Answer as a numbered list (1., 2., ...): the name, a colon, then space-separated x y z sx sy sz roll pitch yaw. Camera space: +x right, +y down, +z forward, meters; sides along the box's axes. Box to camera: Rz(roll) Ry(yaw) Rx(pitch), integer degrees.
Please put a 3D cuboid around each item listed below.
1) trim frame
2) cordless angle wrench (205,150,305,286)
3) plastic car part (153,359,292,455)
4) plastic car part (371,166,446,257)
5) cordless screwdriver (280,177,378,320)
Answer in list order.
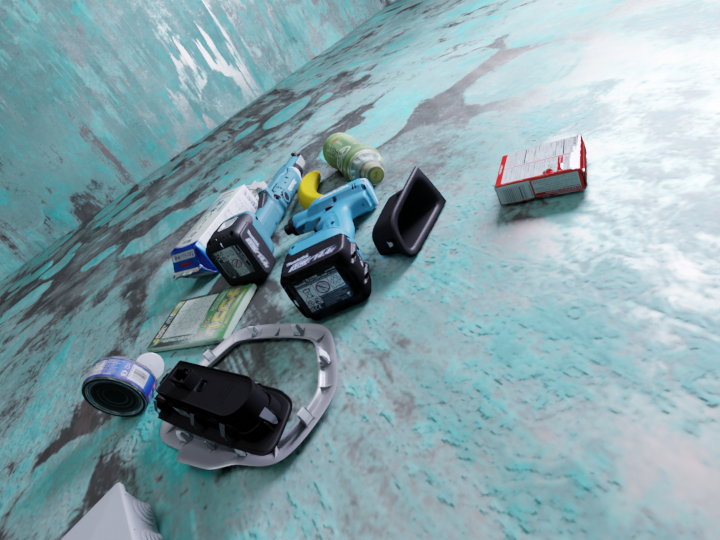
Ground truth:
1. trim frame: -0.130 0.129 0.470 0.259 0.026 0.185 -7 42 35
2. cordless angle wrench: -0.165 -0.134 0.813 0.076 0.094 0.430 -21 30 21
3. plastic car part: -0.149 0.125 0.424 0.213 0.064 0.066 0 37 40
4. plastic car part: 0.050 -0.065 0.545 0.073 0.064 0.116 -18 34 54
5. cordless screwdriver: -0.058 -0.038 0.589 0.162 0.071 0.254 -23 29 19
